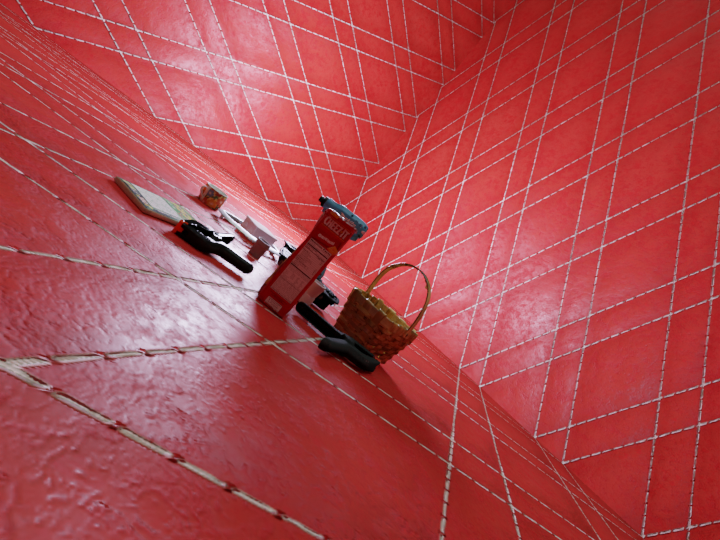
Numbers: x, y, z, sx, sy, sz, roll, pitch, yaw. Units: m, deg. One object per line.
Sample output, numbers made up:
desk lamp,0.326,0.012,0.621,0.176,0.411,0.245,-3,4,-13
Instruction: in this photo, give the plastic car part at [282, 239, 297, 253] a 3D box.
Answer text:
plastic car part,-0.190,-0.026,1.238,0.111,0.071,0.069,38,4,-28

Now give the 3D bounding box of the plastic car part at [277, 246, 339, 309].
plastic car part,-0.137,0.031,1.061,0.199,0.067,0.067,39,3,-10

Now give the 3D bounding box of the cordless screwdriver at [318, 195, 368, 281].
cordless screwdriver,-0.114,-0.074,1.164,0.162,0.249,0.073,40,4,9

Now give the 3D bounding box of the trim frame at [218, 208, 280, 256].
trim frame,-0.323,-0.107,1.237,0.194,0.027,0.236,41,3,29
